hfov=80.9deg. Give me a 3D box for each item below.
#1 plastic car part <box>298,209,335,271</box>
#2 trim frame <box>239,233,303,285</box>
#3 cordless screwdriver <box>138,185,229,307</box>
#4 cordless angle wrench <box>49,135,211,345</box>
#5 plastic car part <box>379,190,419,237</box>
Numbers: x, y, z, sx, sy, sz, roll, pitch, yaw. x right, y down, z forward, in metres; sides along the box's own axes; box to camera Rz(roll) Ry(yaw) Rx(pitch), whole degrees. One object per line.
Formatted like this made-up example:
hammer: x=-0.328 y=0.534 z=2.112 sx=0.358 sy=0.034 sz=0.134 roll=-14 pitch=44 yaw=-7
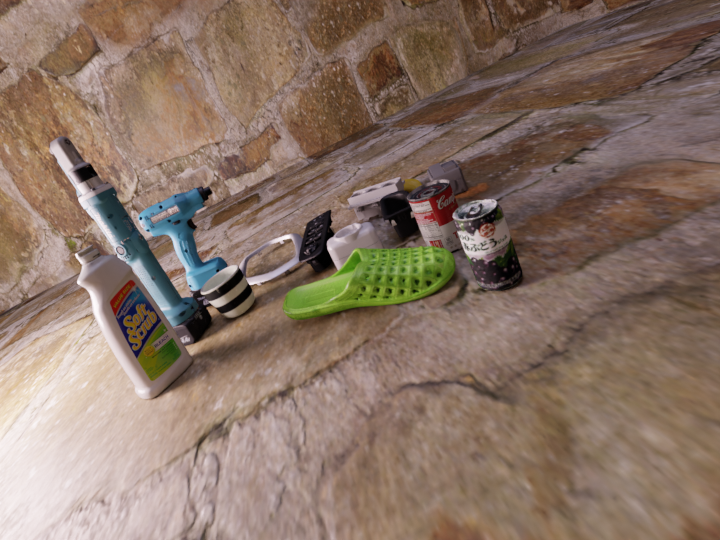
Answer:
plastic car part: x=-0.086 y=-0.056 z=0.877 sx=0.067 sy=0.065 sz=0.206 roll=-22 pitch=23 yaw=12
trim frame: x=-0.205 y=-0.029 z=0.997 sx=0.184 sy=0.027 sz=0.257 roll=-27 pitch=23 yaw=-2
cordless screwdriver: x=-0.347 y=-0.052 z=0.923 sx=0.158 sy=0.241 sz=0.077 roll=-28 pitch=19 yaw=-4
cordless angle wrench: x=-0.420 y=-0.046 z=0.769 sx=0.100 sy=0.410 sz=0.075 roll=-18 pitch=20 yaw=21
plastic car part: x=0.078 y=-0.101 z=0.792 sx=0.067 sy=0.069 sz=0.119 roll=-23 pitch=22 yaw=8
